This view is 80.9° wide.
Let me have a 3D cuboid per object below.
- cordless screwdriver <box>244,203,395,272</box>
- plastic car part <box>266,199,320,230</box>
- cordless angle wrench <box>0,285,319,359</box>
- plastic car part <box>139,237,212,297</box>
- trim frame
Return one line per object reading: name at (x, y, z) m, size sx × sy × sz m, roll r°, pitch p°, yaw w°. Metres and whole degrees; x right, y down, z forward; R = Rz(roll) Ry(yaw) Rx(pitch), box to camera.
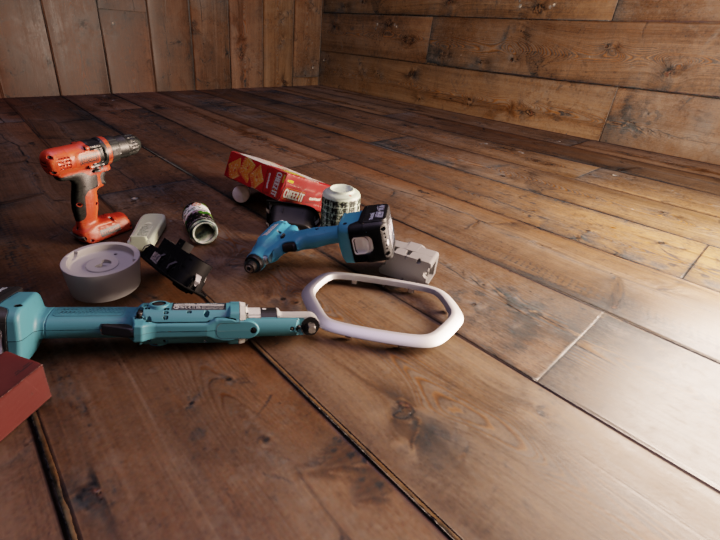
cordless screwdriver at (-0.071, -0.046, 0.726) m, size 0.256 × 0.072 × 0.159 m, roll -4°, pitch 27°, yaw 20°
plastic car part at (-0.142, -0.096, 0.872) m, size 0.117 × 0.064 × 0.073 m, roll 8°, pitch 44°, yaw -1°
cordless angle wrench at (-0.262, 0.069, 0.544) m, size 0.414 × 0.073 × 0.101 m, roll 1°, pitch 13°, yaw -13°
plastic car part at (-0.272, -0.010, 0.636) m, size 0.067 × 0.063 × 0.214 m, roll -52°, pitch 38°, yaw -10°
trim frame at (0.031, 0.053, 0.652) m, size 0.252 × 0.027 × 0.186 m, roll 6°, pitch 31°, yaw 7°
